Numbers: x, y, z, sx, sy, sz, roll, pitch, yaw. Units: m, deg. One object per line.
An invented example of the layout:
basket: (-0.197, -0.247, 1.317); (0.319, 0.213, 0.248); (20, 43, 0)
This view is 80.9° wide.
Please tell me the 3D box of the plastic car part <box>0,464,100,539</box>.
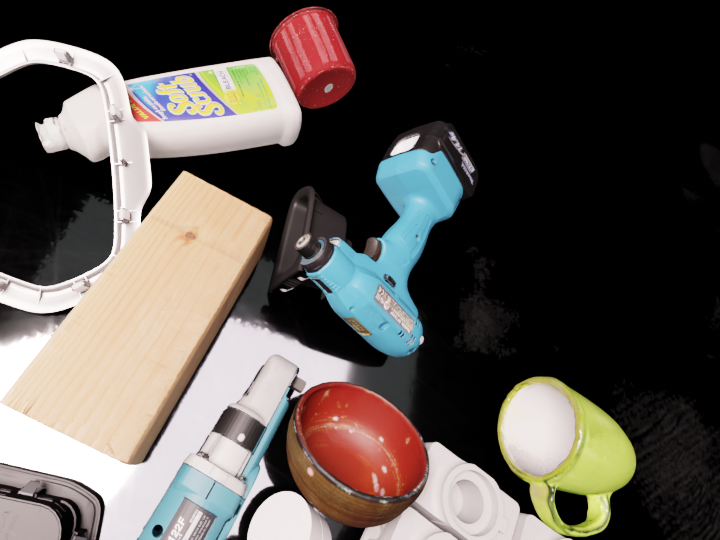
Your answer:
plastic car part: (-0.273, 0.154, 0.271); (0.199, 0.067, 0.068); (19, 54, -12)

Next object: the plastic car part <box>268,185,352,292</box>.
plastic car part: (-0.043, -0.028, 0.439); (0.068, 0.067, 0.119); (27, 55, -25)

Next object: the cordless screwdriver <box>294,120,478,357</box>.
cordless screwdriver: (0.033, -0.057, 0.433); (0.151, 0.077, 0.250); (44, 55, -31)

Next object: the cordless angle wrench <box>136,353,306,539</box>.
cordless angle wrench: (-0.150, 0.237, 0.263); (0.097, 0.074, 0.424); (30, 57, -4)

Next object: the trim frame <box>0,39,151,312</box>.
trim frame: (-0.279, -0.088, 0.369); (0.181, 0.028, 0.251); (-7, 81, -11)
